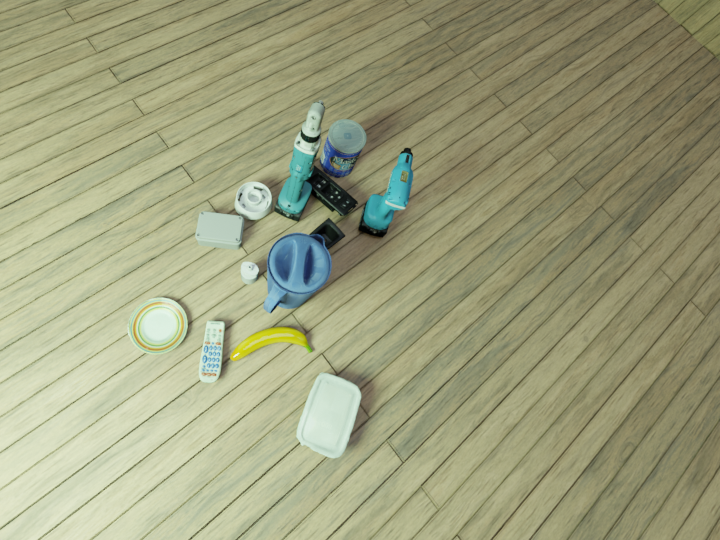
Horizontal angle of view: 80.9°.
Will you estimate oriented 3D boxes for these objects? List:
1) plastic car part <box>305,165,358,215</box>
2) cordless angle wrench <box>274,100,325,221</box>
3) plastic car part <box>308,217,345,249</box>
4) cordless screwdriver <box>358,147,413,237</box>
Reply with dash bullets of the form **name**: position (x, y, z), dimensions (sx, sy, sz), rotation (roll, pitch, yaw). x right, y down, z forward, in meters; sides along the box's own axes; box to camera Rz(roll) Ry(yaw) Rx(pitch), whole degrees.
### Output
- **plastic car part**: position (-0.104, -0.223, 1.158), dimensions (0.205, 0.067, 0.066), rotation (44, 68, 6)
- **cordless angle wrench**: position (-0.134, -0.237, 0.967), dimensions (0.074, 0.423, 0.098), rotation (25, 69, -7)
- **plastic car part**: position (-0.108, -0.070, 1.101), dimensions (0.115, 0.071, 0.067), rotation (-41, 85, -21)
- **cordless screwdriver**: position (0.071, -0.192, 1.081), dimensions (0.073, 0.249, 0.161), rotation (18, 69, -10)
